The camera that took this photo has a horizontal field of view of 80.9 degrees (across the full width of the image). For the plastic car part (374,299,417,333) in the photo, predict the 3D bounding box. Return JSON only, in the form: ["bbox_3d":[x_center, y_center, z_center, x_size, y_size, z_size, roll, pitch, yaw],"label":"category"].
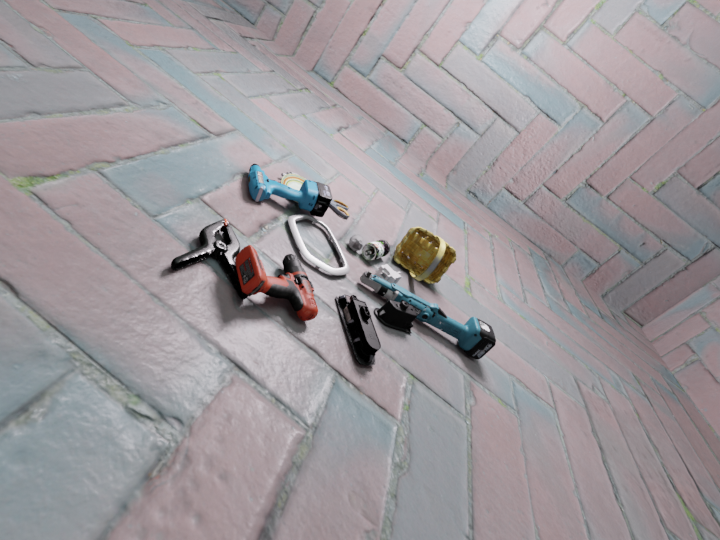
[{"bbox_3d":[0.103,0.112,1.116,0.110,0.071,0.069,22,31,-35],"label":"plastic car part"}]

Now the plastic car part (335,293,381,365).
[{"bbox_3d":[0.002,0.129,0.987,0.063,0.068,0.212,28,31,-36],"label":"plastic car part"}]

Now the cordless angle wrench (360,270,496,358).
[{"bbox_3d":[0.183,0.115,1.199,0.416,0.098,0.075,28,29,-8],"label":"cordless angle wrench"}]

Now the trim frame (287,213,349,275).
[{"bbox_3d":[-0.117,-0.076,1.193,0.175,0.027,0.261,11,36,-39],"label":"trim frame"}]

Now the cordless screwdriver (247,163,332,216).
[{"bbox_3d":[-0.215,-0.248,1.264,0.239,0.074,0.166,10,38,-25],"label":"cordless screwdriver"}]
